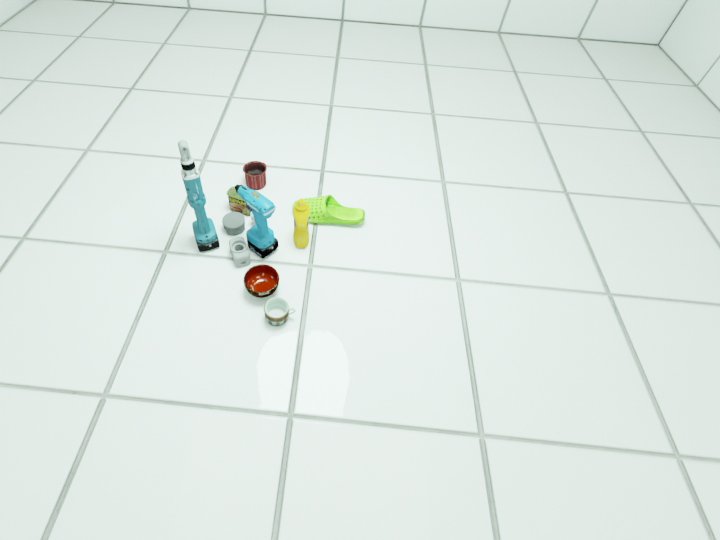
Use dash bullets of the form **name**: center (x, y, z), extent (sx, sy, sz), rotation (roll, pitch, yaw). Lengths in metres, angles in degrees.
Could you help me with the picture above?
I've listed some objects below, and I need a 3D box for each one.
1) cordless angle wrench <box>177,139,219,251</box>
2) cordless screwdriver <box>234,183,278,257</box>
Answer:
- **cordless angle wrench**: center (-0.514, -0.225, 1.326), extent (0.073, 0.412, 0.103), rotation (-16, 56, -19)
- **cordless screwdriver**: center (-0.346, -0.165, 1.395), extent (0.166, 0.242, 0.073), rotation (37, 56, 21)
